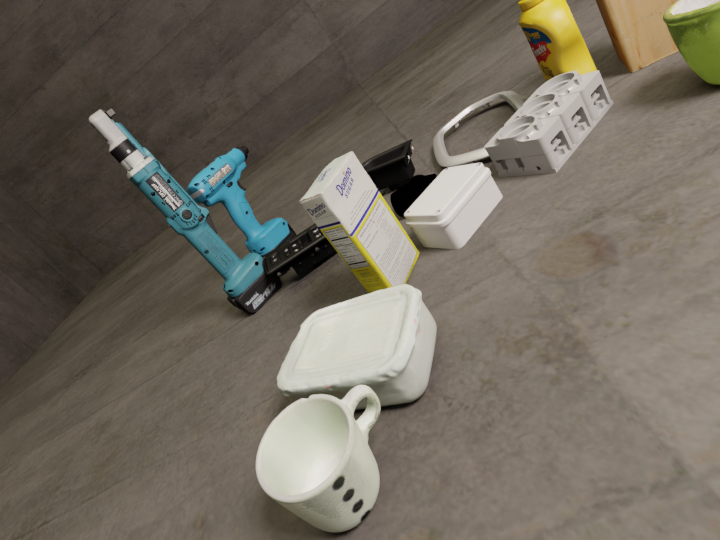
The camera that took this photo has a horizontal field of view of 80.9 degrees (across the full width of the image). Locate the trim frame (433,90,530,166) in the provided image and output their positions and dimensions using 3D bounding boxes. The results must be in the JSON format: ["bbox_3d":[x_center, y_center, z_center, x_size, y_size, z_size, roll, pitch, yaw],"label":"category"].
[{"bbox_3d":[0.217,-0.254,0.752,0.188,0.026,0.253,-28,28,22],"label":"trim frame"}]

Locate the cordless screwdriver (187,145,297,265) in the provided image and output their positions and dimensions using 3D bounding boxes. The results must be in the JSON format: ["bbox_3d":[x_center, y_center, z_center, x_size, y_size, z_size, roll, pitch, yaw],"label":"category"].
[{"bbox_3d":[-0.216,-0.124,0.860,0.077,0.239,0.159,-14,33,46],"label":"cordless screwdriver"}]

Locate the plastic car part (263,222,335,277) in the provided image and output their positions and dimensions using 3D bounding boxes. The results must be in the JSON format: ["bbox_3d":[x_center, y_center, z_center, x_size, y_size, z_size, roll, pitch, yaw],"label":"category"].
[{"bbox_3d":[-0.074,-0.048,0.753,0.203,0.064,0.069,-37,24,5],"label":"plastic car part"}]

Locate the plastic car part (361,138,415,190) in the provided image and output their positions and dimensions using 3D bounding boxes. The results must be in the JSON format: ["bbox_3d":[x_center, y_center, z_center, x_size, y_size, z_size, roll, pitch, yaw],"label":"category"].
[{"bbox_3d":[0.056,-0.188,0.805,0.120,0.068,0.066,-19,30,37],"label":"plastic car part"}]

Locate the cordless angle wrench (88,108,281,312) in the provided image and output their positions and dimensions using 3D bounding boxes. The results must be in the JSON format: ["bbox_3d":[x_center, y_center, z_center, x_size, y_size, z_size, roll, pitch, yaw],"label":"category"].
[{"bbox_3d":[-0.307,-0.098,0.744,0.097,0.407,0.078,-46,23,-19],"label":"cordless angle wrench"}]
